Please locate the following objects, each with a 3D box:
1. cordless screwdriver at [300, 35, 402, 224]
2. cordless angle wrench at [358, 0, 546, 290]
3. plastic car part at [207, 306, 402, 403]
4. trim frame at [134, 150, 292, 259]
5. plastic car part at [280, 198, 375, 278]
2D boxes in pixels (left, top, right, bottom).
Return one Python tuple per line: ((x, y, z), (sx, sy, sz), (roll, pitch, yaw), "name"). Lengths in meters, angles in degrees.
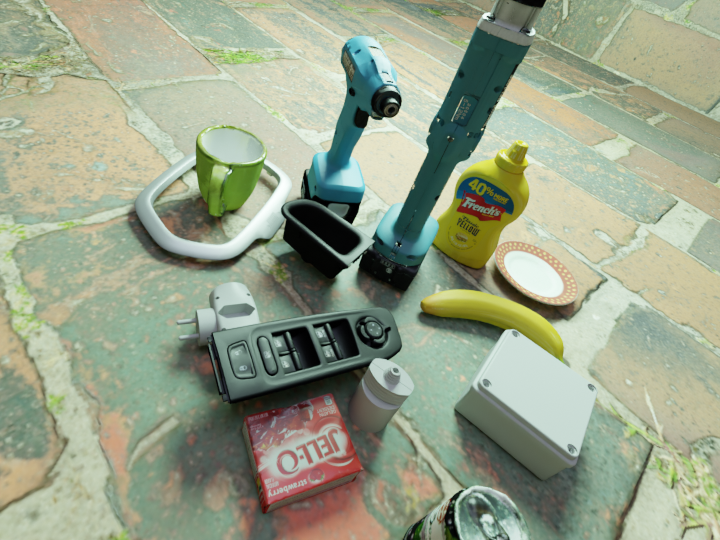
((-0.014, -0.155, 0.552), (0.072, 0.245, 0.166), (4, 45, -20), "cordless screwdriver")
((0.103, -0.149, 0.457), (0.076, 0.417, 0.097), (29, 42, 7), "cordless angle wrench")
((-0.047, 0.085, 0.422), (0.196, 0.066, 0.070), (-10, 50, -27), "plastic car part")
((-0.197, -0.102, 0.597), (0.186, 0.027, 0.250), (21, 43, 4), "trim frame")
((-0.053, -0.035, 0.543), (0.120, 0.070, 0.065), (35, 44, 17), "plastic car part")
